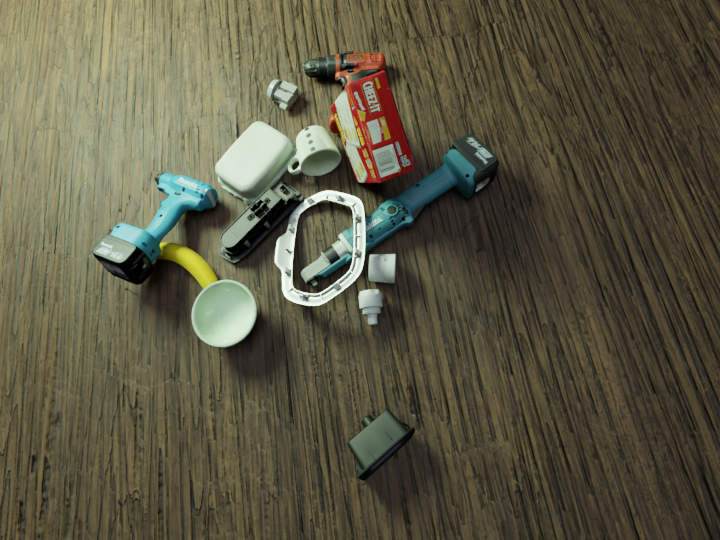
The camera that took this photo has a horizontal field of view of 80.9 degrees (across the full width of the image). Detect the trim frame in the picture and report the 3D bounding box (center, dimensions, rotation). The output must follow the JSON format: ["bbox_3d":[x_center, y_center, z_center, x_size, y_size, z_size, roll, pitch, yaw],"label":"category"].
[{"bbox_3d":[-0.078,-0.051,0.796,0.190,0.026,0.255,-12,60,24],"label":"trim frame"}]

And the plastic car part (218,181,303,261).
[{"bbox_3d":[-0.208,-0.101,0.848,0.068,0.065,0.202,40,84,14],"label":"plastic car part"}]

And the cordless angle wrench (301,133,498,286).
[{"bbox_3d":[0.064,-0.104,0.813,0.422,0.071,0.102,-34,68,-2],"label":"cordless angle wrench"}]

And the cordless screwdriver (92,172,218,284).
[{"bbox_3d":[-0.419,-0.101,0.845,0.166,0.071,0.248,20,59,22],"label":"cordless screwdriver"}]

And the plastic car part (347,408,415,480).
[{"bbox_3d":[0.025,0.280,0.702,0.116,0.063,0.074,-41,60,-11],"label":"plastic car part"}]
